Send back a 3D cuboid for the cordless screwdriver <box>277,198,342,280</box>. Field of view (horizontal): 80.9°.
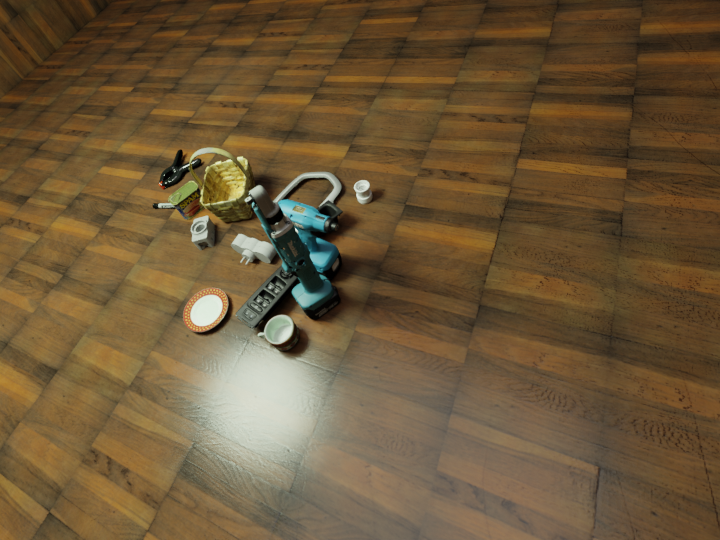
[{"bbox_3d":[-0.099,-0.065,1.012,0.167,0.237,0.074,21,64,27],"label":"cordless screwdriver"}]

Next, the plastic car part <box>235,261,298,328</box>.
[{"bbox_3d":[-0.220,0.063,1.071,0.070,0.064,0.202,26,67,29],"label":"plastic car part"}]

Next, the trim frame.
[{"bbox_3d":[-0.167,-0.206,1.263,0.194,0.026,0.247,30,69,32],"label":"trim frame"}]

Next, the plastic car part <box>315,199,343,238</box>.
[{"bbox_3d":[-0.106,-0.126,1.163,0.116,0.067,0.070,-40,55,-12],"label":"plastic car part"}]

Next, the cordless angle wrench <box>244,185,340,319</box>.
[{"bbox_3d":[-0.140,-0.031,0.898,0.097,0.403,0.078,-35,55,-10],"label":"cordless angle wrench"}]
